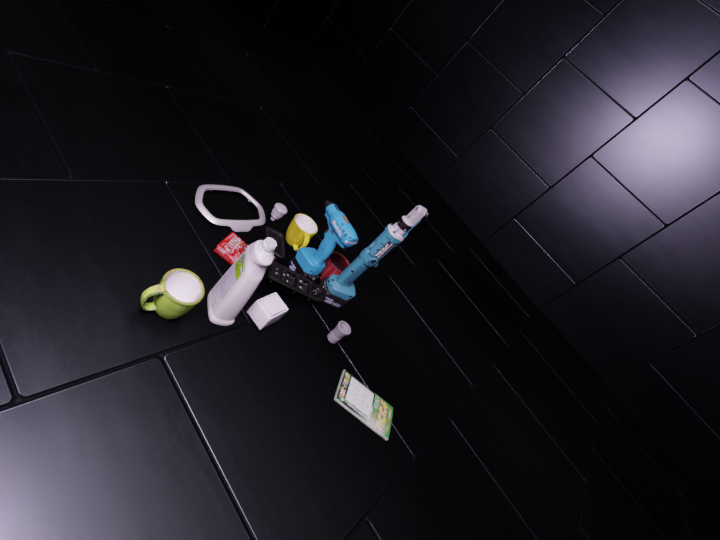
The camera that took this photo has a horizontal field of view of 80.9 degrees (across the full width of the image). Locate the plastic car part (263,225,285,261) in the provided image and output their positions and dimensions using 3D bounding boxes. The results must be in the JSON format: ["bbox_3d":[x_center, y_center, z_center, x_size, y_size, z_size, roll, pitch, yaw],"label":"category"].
[{"bbox_3d":[-0.268,-0.064,1.262,0.063,0.071,0.121,23,36,-32],"label":"plastic car part"}]

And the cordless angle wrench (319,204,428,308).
[{"bbox_3d":[0.033,-0.042,1.232,0.093,0.427,0.077,27,36,-29],"label":"cordless angle wrench"}]

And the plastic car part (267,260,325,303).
[{"bbox_3d":[-0.190,0.047,1.217,0.194,0.068,0.069,26,36,-27],"label":"plastic car part"}]

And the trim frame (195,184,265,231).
[{"bbox_3d":[-0.403,-0.197,1.317,0.237,0.028,0.191,-5,55,-52],"label":"trim frame"}]

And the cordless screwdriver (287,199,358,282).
[{"bbox_3d":[-0.124,-0.081,1.273,0.071,0.251,0.166,3,51,-49],"label":"cordless screwdriver"}]
